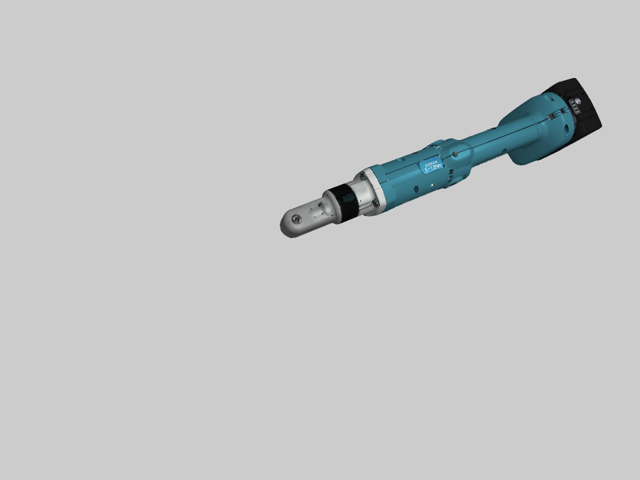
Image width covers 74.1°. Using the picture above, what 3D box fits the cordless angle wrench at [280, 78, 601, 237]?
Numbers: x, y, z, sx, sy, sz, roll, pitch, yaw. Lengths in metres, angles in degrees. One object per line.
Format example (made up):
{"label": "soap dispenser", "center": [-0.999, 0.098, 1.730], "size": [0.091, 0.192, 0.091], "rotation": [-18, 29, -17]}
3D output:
{"label": "cordless angle wrench", "center": [0.147, -0.090, 0.506], "size": [0.422, 0.074, 0.098], "rotation": [-22, -7, -18]}
